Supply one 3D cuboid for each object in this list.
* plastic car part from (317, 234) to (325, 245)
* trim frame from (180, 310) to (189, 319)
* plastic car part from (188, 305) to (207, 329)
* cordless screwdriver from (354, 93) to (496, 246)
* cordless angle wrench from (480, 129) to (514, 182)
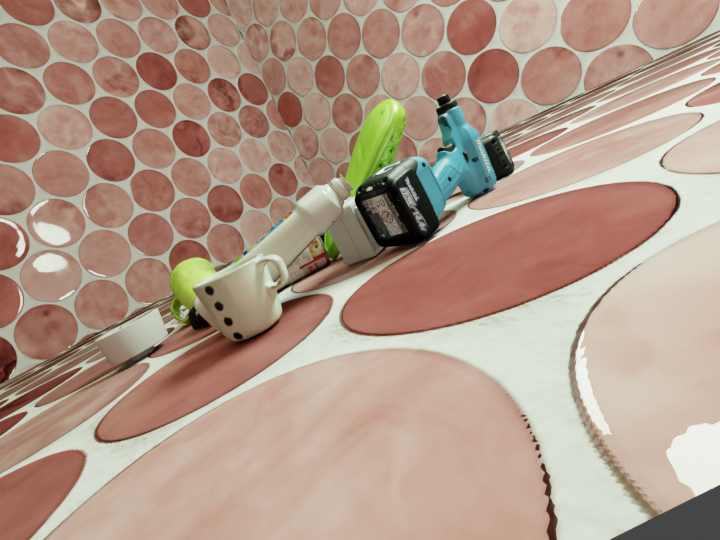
[{"bbox_3d":[-0.082,-0.053,0.836,0.211,0.066,0.064,-12,9,46],"label":"plastic car part"},{"bbox_3d":[-0.299,0.049,0.943,0.251,0.027,0.184,-26,10,10],"label":"trim frame"},{"bbox_3d":[-0.256,0.060,0.728,0.072,0.066,0.115,-39,5,30],"label":"plastic car part"},{"bbox_3d":[0.094,-0.144,0.583,0.243,0.156,0.077,-36,14,-38],"label":"cordless screwdriver"},{"bbox_3d":[0.073,-0.134,0.827,0.435,0.073,0.096,-23,9,30],"label":"cordless angle wrench"}]
